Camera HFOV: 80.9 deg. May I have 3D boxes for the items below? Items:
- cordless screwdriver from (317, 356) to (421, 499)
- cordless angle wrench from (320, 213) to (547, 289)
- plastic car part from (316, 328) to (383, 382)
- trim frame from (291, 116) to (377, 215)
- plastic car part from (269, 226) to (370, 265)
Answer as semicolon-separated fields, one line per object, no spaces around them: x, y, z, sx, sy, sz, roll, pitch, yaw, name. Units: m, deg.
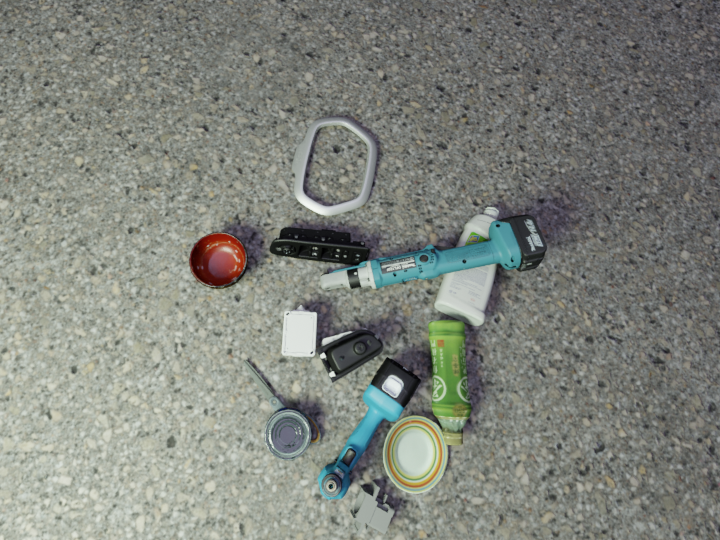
0.010;0.272;0.726;0.077;0.155;0.248;32;71;13;cordless screwdriver
0.127;-0.014;0.830;0.428;0.071;0.101;-12;62;8;cordless angle wrench
-0.012;0.143;0.751;0.115;0.070;0.067;-26;80;-9;plastic car part
-0.059;-0.236;0.945;0.183;0.027;0.251;11;74;-2;trim frame
-0.085;-0.056;0.870;0.202;0.065;0.069;2;65;-4;plastic car part
